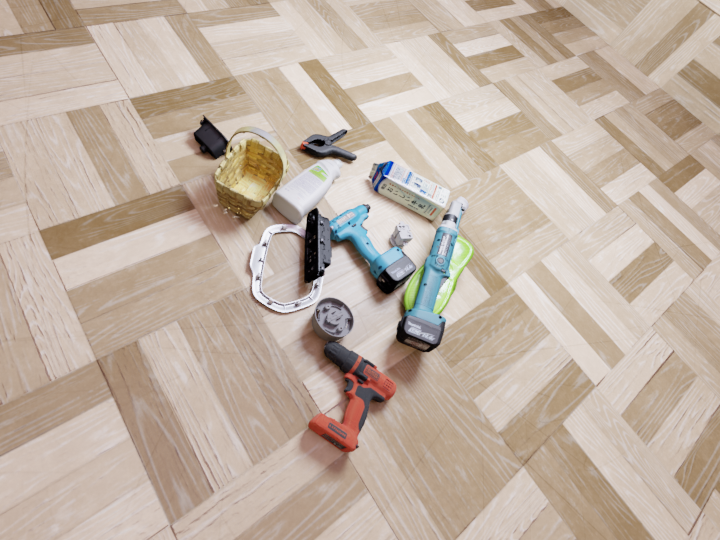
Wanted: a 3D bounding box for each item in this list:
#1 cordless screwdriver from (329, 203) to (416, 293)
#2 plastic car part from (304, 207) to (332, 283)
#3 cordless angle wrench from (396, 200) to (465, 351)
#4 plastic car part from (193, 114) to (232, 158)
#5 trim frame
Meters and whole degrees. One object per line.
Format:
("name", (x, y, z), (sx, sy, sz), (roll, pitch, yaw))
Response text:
("cordless screwdriver", (0.039, -0.069, 1.115), (0.156, 0.073, 0.257), (-36, 71, -31))
("plastic car part", (-0.103, -0.067, 1.050), (0.064, 0.067, 0.209), (8, 57, -26))
("cordless angle wrench", (0.192, -0.011, 1.053), (0.099, 0.073, 0.426), (20, 62, 3))
("plastic car part", (-0.415, -0.356, 1.164), (0.070, 0.065, 0.119), (-40, 81, -17))
("trim frame", (-0.178, -0.013, 1.042), (0.181, 0.027, 0.254), (11, 59, -9))
